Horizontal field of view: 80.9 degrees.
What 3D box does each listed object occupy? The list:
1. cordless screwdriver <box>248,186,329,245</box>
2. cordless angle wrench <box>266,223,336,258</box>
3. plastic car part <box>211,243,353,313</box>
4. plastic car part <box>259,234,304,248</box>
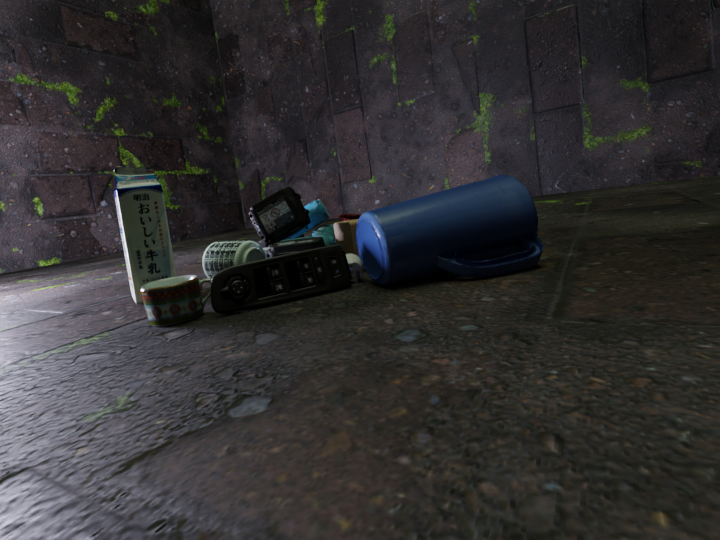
[{"bbox_3d":[-0.157,-0.093,0.853,0.160,0.074,0.246,-29,1,8],"label":"cordless screwdriver"},{"bbox_3d":[-0.084,-0.055,0.863,0.099,0.073,0.423,-7,13,7],"label":"cordless angle wrench"},{"bbox_3d":[-0.117,0.013,0.605,0.196,0.066,0.069,-13,-1,-27],"label":"plastic car part"},{"bbox_3d":[-0.208,-0.075,1.085,0.119,0.064,0.071,-9,22,17],"label":"plastic car part"}]
